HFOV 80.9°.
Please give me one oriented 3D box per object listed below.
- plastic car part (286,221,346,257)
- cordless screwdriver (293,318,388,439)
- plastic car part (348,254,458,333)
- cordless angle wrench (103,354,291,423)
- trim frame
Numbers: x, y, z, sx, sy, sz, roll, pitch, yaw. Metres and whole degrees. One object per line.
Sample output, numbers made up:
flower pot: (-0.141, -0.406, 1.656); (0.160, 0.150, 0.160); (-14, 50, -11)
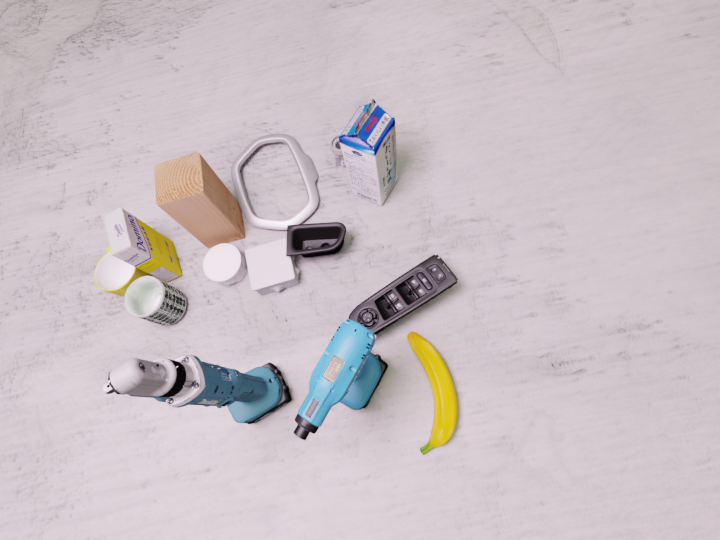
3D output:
plastic car part: (-0.081, -0.053, 0.828); (0.118, 0.068, 0.067); (-3, 70, 9)
cordless screwdriver: (-0.027, 0.172, 0.635); (0.077, 0.240, 0.159); (27, 76, 15)
plastic car part: (0.070, 0.054, 0.757); (0.203, 0.065, 0.069); (-32, 68, -2)
cordless angle wrench: (-0.197, 0.161, 0.584); (0.098, 0.408, 0.077); (-31, 70, -4)
trim frame: (-0.187, -0.197, 0.929); (0.184, 0.026, 0.257); (-24, 66, 2)
